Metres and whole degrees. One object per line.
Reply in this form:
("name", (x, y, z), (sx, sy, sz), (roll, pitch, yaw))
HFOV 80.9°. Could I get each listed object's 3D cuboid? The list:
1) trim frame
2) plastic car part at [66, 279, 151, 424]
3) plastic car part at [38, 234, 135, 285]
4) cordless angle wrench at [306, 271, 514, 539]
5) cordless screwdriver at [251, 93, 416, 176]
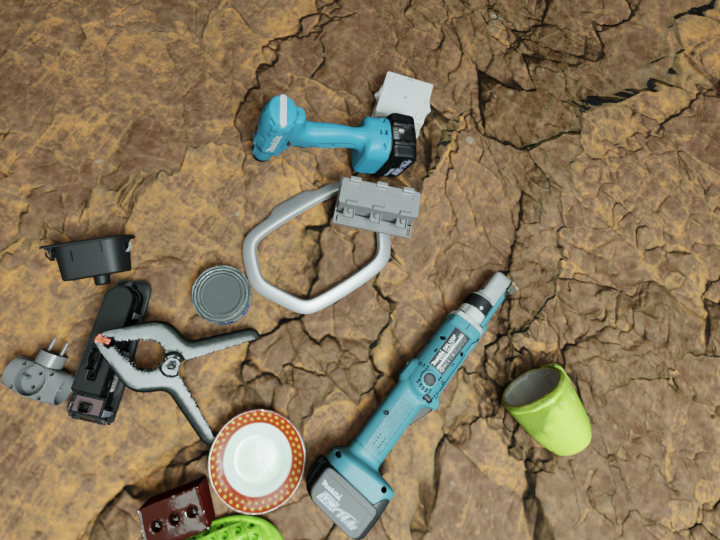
("trim frame", (-0.066, -0.043, 0.670), (0.246, 0.027, 0.187), (-33, 80, -10))
("plastic car part", (-0.355, 0.105, 0.591), (0.067, 0.065, 0.205), (10, 71, 3))
("plastic car part", (-0.394, -0.012, 0.626), (0.115, 0.067, 0.071), (-7, 92, -10))
("cordless angle wrench", (0.090, 0.158, 0.603), (0.099, 0.074, 0.421), (40, 73, 5))
("cordless screwdriver", (-0.047, -0.200, 0.674), (0.241, 0.162, 0.075), (3, 79, -21))
